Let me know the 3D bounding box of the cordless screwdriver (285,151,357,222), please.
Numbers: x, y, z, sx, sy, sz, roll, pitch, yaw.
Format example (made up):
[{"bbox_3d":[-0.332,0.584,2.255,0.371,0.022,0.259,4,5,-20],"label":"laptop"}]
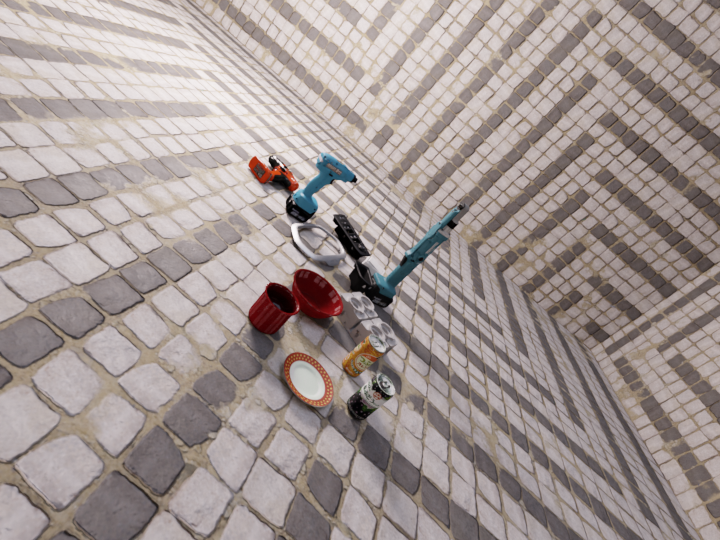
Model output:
[{"bbox_3d":[-0.136,-0.272,1.452,0.151,0.250,0.077,29,28,-30],"label":"cordless screwdriver"}]

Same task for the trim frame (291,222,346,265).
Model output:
[{"bbox_3d":[-0.138,-0.090,1.411,0.191,0.028,0.238,49,24,19],"label":"trim frame"}]

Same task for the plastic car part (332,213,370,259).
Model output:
[{"bbox_3d":[-0.043,-0.118,1.555,0.063,0.067,0.212,4,43,-55],"label":"plastic car part"}]

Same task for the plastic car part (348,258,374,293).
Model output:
[{"bbox_3d":[-0.005,0.031,1.346,0.063,0.071,0.121,31,26,-26],"label":"plastic car part"}]

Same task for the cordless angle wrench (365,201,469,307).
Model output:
[{"bbox_3d":[0.178,-0.051,1.320,0.093,0.426,0.077,28,28,-32],"label":"cordless angle wrench"}]
